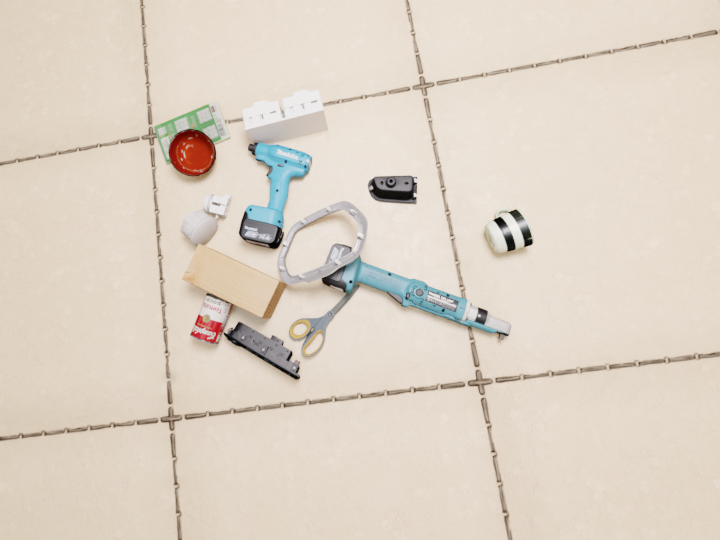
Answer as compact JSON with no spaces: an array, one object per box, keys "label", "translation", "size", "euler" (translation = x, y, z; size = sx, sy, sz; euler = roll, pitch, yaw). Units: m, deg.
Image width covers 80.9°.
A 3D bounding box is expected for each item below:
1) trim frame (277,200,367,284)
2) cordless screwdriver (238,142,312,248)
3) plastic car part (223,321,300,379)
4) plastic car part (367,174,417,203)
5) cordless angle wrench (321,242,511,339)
[{"label":"trim frame","translation":[-0.092,-0.060,0.939],"size":[0.255,0.026,0.190],"euler":[-20,57,26]},{"label":"cordless screwdriver","translation":[-0.226,-0.185,1.009],"size":[0.161,0.073,0.250],"euler":[17,80,6]},{"label":"plastic car part","translation":[-0.219,0.174,0.958],"size":[0.207,0.065,0.067],"euler":[24,75,9]},{"label":"plastic car part","translation":[0.076,-0.195,0.976],"size":[0.117,0.070,0.066],"euler":[3,82,3]},{"label":"cordless angle wrench","translation":[0.123,0.054,0.934],"size":[0.428,0.073,0.098],"euler":[20,78,6]}]
